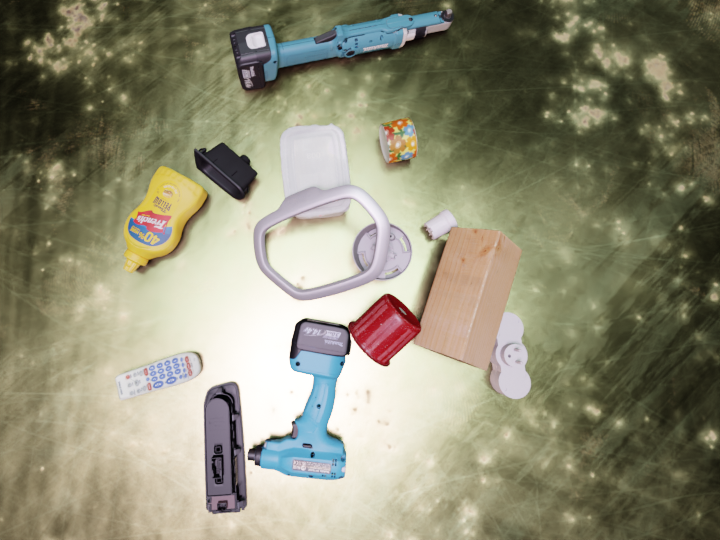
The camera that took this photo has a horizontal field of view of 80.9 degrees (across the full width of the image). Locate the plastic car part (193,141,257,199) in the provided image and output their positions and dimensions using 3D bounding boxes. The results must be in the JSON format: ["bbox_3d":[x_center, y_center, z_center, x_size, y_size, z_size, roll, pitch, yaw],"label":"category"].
[{"bbox_3d":[-0.236,-0.187,0.769,0.117,0.066,0.071,37,68,2],"label":"plastic car part"}]

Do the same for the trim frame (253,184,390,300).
[{"bbox_3d":[-0.069,-0.045,0.705,0.255,0.027,0.181,-18,100,24],"label":"trim frame"}]

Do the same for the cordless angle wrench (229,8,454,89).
[{"bbox_3d":[-0.027,-0.433,0.796,0.419,0.098,0.075,-14,83,-6],"label":"cordless angle wrench"}]

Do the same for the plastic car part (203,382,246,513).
[{"bbox_3d":[-0.228,0.289,0.685,0.067,0.065,0.206,-6,78,4],"label":"plastic car part"}]

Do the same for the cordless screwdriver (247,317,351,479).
[{"bbox_3d":[-0.096,0.205,0.691,0.159,0.074,0.250,4,84,1],"label":"cordless screwdriver"}]
